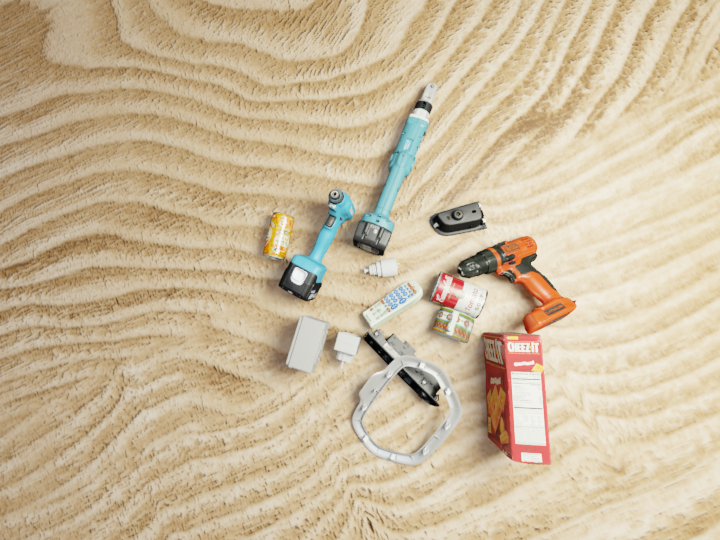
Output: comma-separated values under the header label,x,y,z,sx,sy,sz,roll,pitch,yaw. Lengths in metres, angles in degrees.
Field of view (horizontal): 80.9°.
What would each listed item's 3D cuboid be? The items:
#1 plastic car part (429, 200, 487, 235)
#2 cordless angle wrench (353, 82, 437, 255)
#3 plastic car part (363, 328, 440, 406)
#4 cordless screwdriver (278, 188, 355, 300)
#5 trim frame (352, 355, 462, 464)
label,x,y,z,sx,sy,sz,roll,pitch,yaw
plastic car part,0.216,-0.116,0.921,0.117,0.069,0.067,-13,79,3
cordless angle wrench,0.093,-0.242,0.958,0.075,0.096,0.424,21,80,6
plastic car part,0.096,0.197,0.893,0.066,0.065,0.209,-35,74,-25
cordless screwdriver,-0.090,-0.059,0.919,0.076,0.156,0.249,27,87,8
trim frame,0.086,0.286,0.853,0.189,0.027,0.248,38,110,14
